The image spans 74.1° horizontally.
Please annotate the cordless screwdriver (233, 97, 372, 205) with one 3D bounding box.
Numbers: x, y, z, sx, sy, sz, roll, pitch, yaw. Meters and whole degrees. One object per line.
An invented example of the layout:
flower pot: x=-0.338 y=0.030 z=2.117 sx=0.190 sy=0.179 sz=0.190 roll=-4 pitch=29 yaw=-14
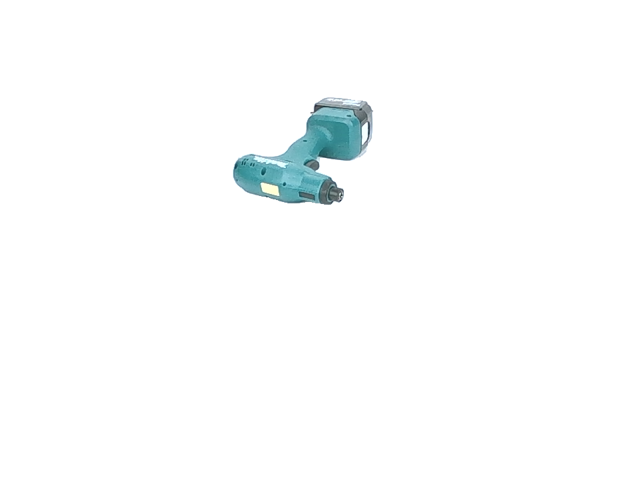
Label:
cordless screwdriver: x=0.008 y=-0.131 z=0.626 sx=0.160 sy=0.074 sz=0.247 roll=18 pitch=43 yaw=26
